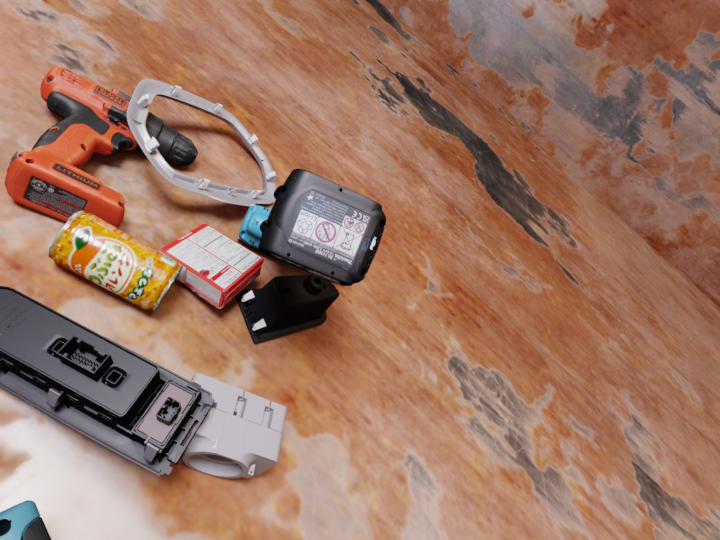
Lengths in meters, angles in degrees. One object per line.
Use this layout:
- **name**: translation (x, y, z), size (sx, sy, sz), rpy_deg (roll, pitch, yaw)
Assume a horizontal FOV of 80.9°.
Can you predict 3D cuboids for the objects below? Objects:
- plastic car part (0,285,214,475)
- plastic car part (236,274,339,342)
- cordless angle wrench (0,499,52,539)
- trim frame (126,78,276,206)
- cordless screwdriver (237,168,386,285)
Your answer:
- **plastic car part**: translation (-0.212, 0.069, 0.308), size (0.206, 0.066, 0.066), rpy_deg (23, 56, 8)
- **plastic car part**: translation (-0.074, 0.031, 0.491), size (0.111, 0.071, 0.068), rpy_deg (-8, 62, -42)
- **cordless angle wrench**: translation (-0.306, 0.040, 0.255), size (0.094, 0.075, 0.433), rpy_deg (-18, 70, -50)
- **trim frame**: translation (-0.193, -0.162, 0.559), size (0.238, 0.028, 0.188), rpy_deg (3, 61, -64)
- **cordless screwdriver**: translation (-0.045, -0.029, 0.456), size (0.155, 0.256, 0.074), rpy_deg (24, 84, -17)
